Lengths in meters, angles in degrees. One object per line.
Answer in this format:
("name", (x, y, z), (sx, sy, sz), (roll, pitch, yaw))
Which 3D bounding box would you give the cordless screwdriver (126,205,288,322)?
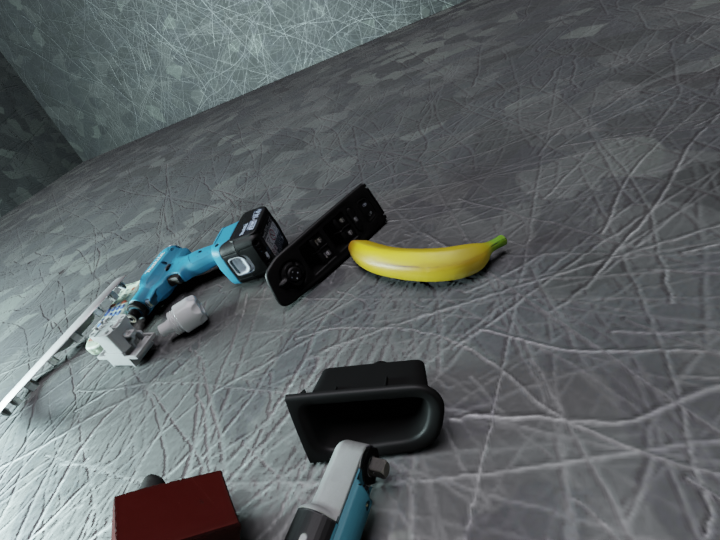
("cordless screwdriver", (-0.240, -0.002, 0.646), (0.256, 0.071, 0.162), (-16, 34, 22))

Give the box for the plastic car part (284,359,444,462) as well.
("plastic car part", (0.008, 0.104, 0.346), (0.119, 0.064, 0.071), (-14, 19, 13))

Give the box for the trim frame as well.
("trim frame", (-0.418, 0.104, 0.600), (0.248, 0.026, 0.191), (-54, 23, -13))

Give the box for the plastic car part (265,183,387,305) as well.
("plastic car part", (-0.056, -0.037, 0.575), (0.070, 0.064, 0.201), (2, 41, 52))

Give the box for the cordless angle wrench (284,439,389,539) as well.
("cordless angle wrench", (-0.076, 0.263, 0.171), (0.102, 0.071, 0.423), (-4, 37, 30))
